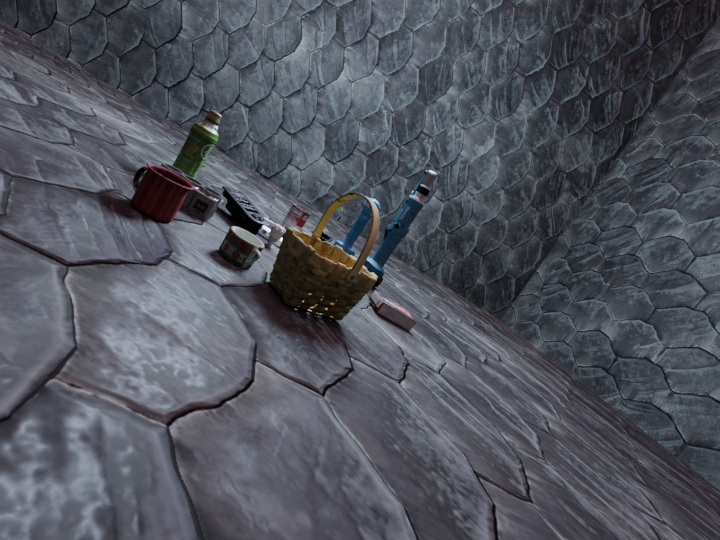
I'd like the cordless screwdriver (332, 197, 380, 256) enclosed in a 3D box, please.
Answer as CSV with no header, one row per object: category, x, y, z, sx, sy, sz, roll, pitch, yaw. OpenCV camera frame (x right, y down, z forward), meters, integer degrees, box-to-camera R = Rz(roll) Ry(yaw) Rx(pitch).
cordless screwdriver,-0.022,-0.112,1.303,0.074,0.248,0.159,32,8,-3

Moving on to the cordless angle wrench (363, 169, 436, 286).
cordless angle wrench,0.124,-0.140,1.387,0.102,0.423,0.071,37,9,25

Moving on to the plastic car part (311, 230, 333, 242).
plastic car part,-0.134,-0.088,1.369,0.067,0.071,0.115,33,8,4

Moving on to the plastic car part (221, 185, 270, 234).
plastic car part,-0.314,-0.156,1.127,0.215,0.067,0.062,39,10,39

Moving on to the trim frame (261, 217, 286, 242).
trim frame,-0.223,-0.095,1.237,0.253,0.027,0.181,33,8,7
